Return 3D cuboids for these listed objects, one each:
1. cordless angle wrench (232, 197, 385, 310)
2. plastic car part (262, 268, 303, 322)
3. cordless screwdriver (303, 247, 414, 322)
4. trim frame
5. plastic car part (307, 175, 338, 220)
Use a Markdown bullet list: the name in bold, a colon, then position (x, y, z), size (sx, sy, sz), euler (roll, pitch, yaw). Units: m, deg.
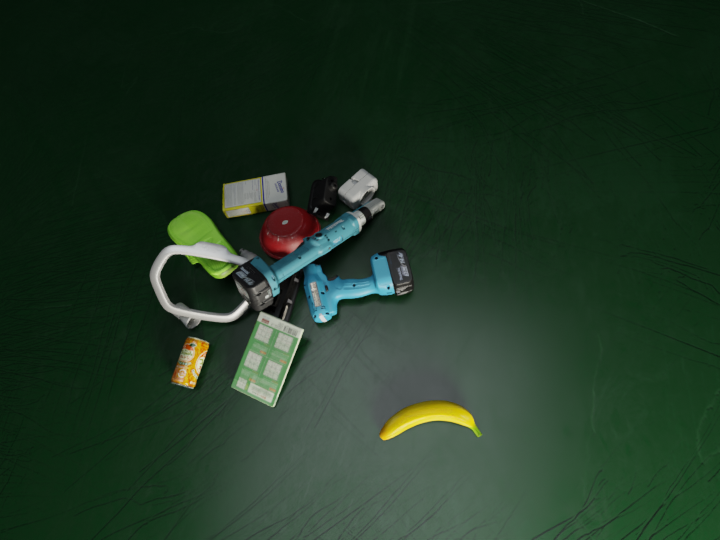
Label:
- **cordless angle wrench**: position (-0.097, -0.063, 0.989), size (0.416, 0.071, 0.104), euler (-36, 48, -25)
- **plastic car part**: position (-0.191, 0.059, 0.995), size (0.069, 0.064, 0.205), euler (8, 64, 18)
- **cordless screwdriver**: position (-0.011, 0.011, 0.979), size (0.250, 0.071, 0.165), euler (-18, 63, 5)
- **trim frame**: position (-0.356, 0.027, 0.972), size (0.245, 0.028, 0.182), euler (11, 103, -6)
- **plastic car part**: position (-0.087, -0.198, 1.081), size (0.073, 0.063, 0.119), euler (-23, 53, 48)
